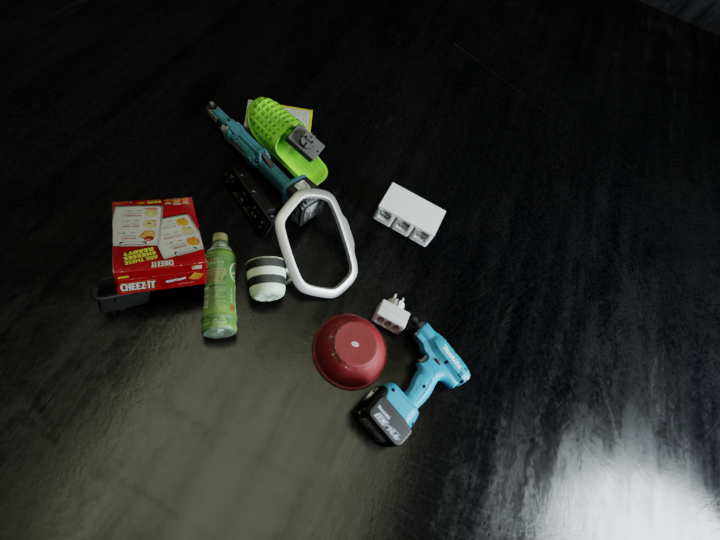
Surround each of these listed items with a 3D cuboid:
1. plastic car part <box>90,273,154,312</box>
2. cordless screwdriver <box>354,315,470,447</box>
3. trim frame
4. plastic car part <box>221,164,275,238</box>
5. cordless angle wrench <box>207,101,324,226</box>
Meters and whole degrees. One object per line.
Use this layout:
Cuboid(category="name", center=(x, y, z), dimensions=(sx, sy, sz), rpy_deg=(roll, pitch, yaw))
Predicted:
Cuboid(category="plastic car part", center=(-0.460, 0.046, 0.824), dimensions=(0.112, 0.070, 0.069), rpy_deg=(-19, 50, -35))
Cuboid(category="cordless screwdriver", center=(0.092, 0.213, 0.835), dimensions=(0.244, 0.074, 0.162), rpy_deg=(-34, 80, -30))
Cuboid(category="trim frame", center=(-0.091, -0.059, 0.927), dimensions=(0.179, 0.028, 0.247), rpy_deg=(-22, 94, -28))
Cuboid(category="plastic car part", center=(-0.257, -0.174, 0.997), dimensions=(0.065, 0.066, 0.209), rpy_deg=(-29, 70, -36))
Cuboid(category="cordless angle wrench", center=(-0.256, -0.283, 1.050), dimensions=(0.073, 0.096, 0.438), rpy_deg=(-34, 68, -27))
